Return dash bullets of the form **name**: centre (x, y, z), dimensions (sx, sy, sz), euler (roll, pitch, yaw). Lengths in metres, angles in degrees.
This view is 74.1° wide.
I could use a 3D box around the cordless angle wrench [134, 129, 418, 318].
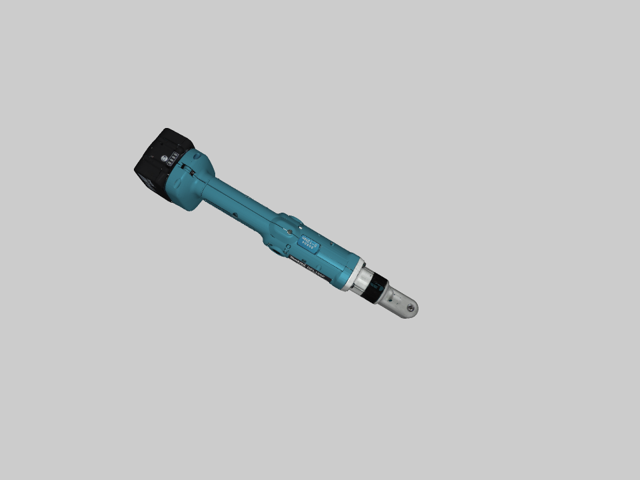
- **cordless angle wrench**: centre (-0.049, -0.006, 0.589), dimensions (0.423, 0.074, 0.098), euler (31, -15, 0)
